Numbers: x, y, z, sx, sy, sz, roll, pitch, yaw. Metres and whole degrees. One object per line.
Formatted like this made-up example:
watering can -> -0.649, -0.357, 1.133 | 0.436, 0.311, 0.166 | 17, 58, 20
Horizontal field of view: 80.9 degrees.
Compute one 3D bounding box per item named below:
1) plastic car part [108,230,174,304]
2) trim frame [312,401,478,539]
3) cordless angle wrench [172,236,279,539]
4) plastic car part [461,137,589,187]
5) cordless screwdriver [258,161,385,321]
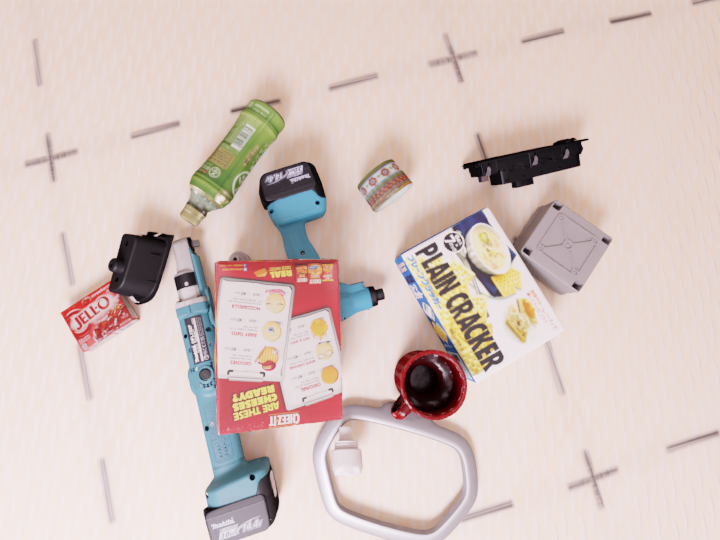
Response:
plastic car part -> -0.340, -0.009, 0.637 | 0.069, 0.067, 0.117 | 7, 78, 32
trim frame -> 0.051, 0.295, 0.624 | 0.250, 0.027, 0.185 | 14, 81, 3
cordless angle wrench -> -0.220, 0.152, 0.623 | 0.097, 0.073, 0.430 | -17, 79, -6
plastic car part -> 0.279, -0.175, 0.693 | 0.202, 0.067, 0.067 | -17, 93, -5
cordless screwdriver -> -0.064, -0.042, 0.658 | 0.158, 0.074, 0.251 | -13, 85, -5
